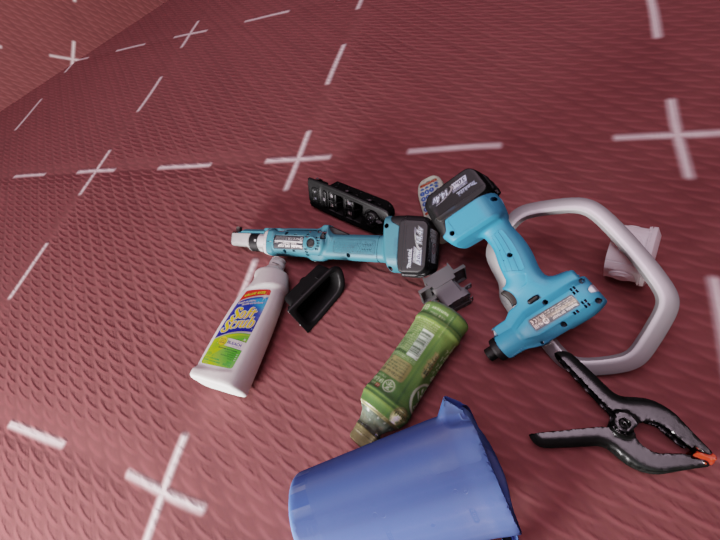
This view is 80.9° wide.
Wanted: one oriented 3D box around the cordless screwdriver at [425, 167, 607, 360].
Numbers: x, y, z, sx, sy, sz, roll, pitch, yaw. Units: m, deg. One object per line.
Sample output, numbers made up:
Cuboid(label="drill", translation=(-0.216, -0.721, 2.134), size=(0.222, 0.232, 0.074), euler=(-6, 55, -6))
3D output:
Cuboid(label="cordless screwdriver", translation=(0.180, -0.010, 0.589), size=(0.161, 0.071, 0.259), euler=(-42, 63, 22))

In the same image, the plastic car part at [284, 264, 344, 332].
Cuboid(label="plastic car part", translation=(-0.086, 0.037, 0.740), size=(0.075, 0.062, 0.116), euler=(22, 65, 47))

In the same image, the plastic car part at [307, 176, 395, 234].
Cuboid(label="plastic car part", translation=(-0.014, -0.128, 0.816), size=(0.065, 0.064, 0.215), euler=(-25, 42, -37))

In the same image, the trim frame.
Cuboid(label="trim frame", translation=(0.279, 0.015, 0.565), size=(0.186, 0.026, 0.258), euler=(-39, 63, 25))

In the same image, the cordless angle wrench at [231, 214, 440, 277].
Cuboid(label="cordless angle wrench", translation=(-0.076, -0.050, 0.775), size=(0.442, 0.071, 0.098), euler=(4, 87, 30))
